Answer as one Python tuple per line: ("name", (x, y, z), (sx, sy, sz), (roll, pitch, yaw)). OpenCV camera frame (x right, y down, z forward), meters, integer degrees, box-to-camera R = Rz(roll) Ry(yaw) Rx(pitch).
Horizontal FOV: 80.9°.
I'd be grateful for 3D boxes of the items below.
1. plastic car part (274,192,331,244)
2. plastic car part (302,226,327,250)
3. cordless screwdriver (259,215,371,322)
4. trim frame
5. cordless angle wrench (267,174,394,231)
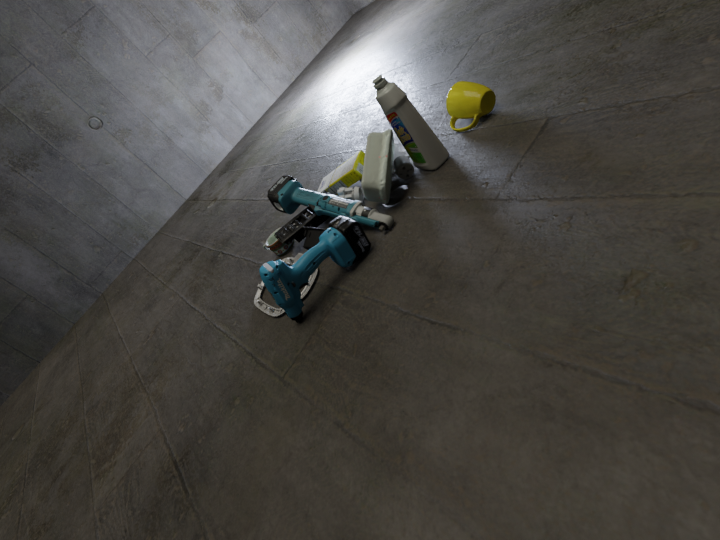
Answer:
("plastic car part", (-0.146, -0.140, 1.206), (0.202, 0.064, 0.070), (-44, 33, -6))
("plastic car part", (-0.108, -0.070, 1.101), (0.123, 0.062, 0.071), (14, 78, 52))
("cordless screwdriver", (-0.091, -0.004, 0.953), (0.246, 0.153, 0.078), (-36, 30, -15))
("trim frame", (-0.202, 0.032, 1.113), (0.183, 0.026, 0.261), (-52, 31, -14))
("cordless angle wrench", (-0.084, -0.170, 1.110), (0.448, 0.070, 0.097), (22, 65, 42))
